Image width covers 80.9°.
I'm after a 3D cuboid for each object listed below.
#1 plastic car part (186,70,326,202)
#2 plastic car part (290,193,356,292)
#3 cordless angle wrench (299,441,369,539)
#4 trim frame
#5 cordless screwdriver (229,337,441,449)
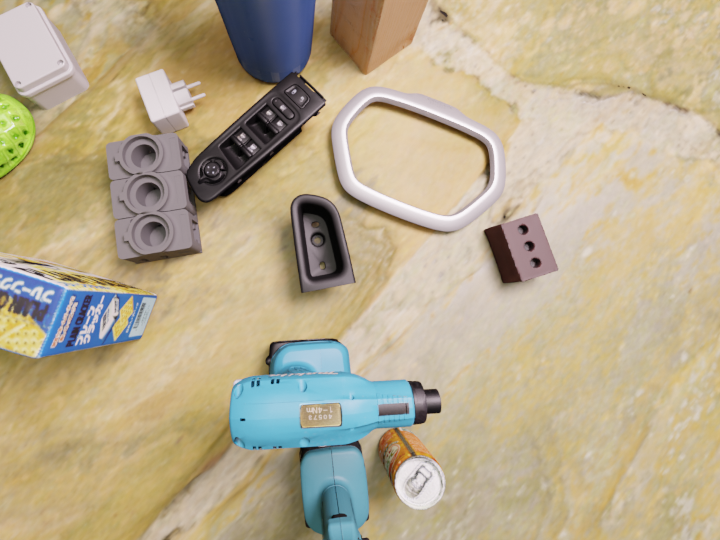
[{"bbox_3d":[-0.139,-0.166,0.552,0.202,0.067,0.067,-42,88,-7],"label":"plastic car part"},{"bbox_3d":[-0.052,-0.034,0.533,0.065,0.071,0.118,-11,83,-5],"label":"plastic car part"},{"bbox_3d":[-0.010,0.232,0.317,0.074,0.423,0.099,-5,86,-7],"label":"cordless angle wrench"},{"bbox_3d":[0.079,-0.156,0.576,0.249,0.027,0.185,20,82,2],"label":"trim frame"},{"bbox_3d":[-0.030,0.113,0.422,0.158,0.248,0.075,-2,85,-6],"label":"cordless screwdriver"}]
